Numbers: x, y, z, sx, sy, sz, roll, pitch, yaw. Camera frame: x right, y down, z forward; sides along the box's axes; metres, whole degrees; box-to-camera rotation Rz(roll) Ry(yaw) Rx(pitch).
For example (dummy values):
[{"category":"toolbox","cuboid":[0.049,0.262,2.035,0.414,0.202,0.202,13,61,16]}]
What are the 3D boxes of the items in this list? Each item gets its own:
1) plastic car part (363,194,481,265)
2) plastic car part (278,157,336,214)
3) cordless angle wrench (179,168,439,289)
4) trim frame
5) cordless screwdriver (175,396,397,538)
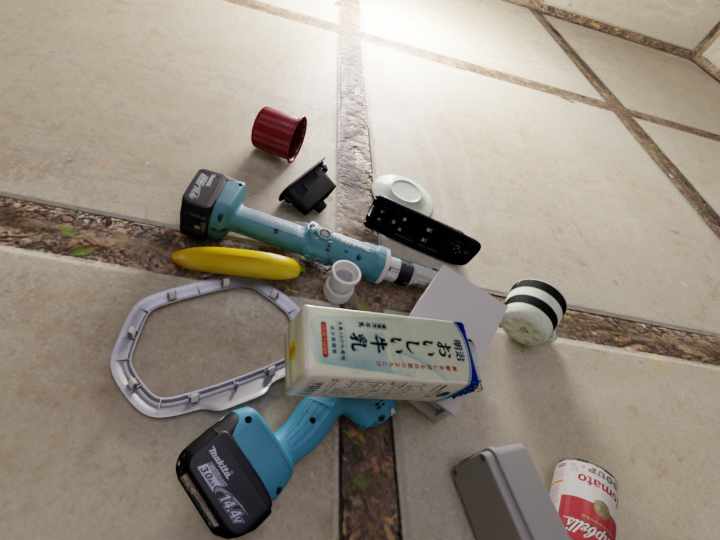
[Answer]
[{"category":"plastic car part","cuboid":[0.111,-0.072,0.759,0.205,0.066,0.067,26,21,6]},{"category":"plastic car part","cuboid":[-0.087,-0.136,0.749,0.071,0.067,0.116,41,51,-4]},{"category":"cordless angle wrench","cuboid":[-0.065,-0.043,0.665,0.418,0.074,0.100,19,47,-6]},{"category":"trim frame","cuboid":[-0.182,0.086,0.539,0.240,0.027,0.192,-13,56,-30]},{"category":"cordless screwdriver","cuboid":[-0.083,0.150,0.471,0.241,0.075,0.163,-27,74,-39]}]
